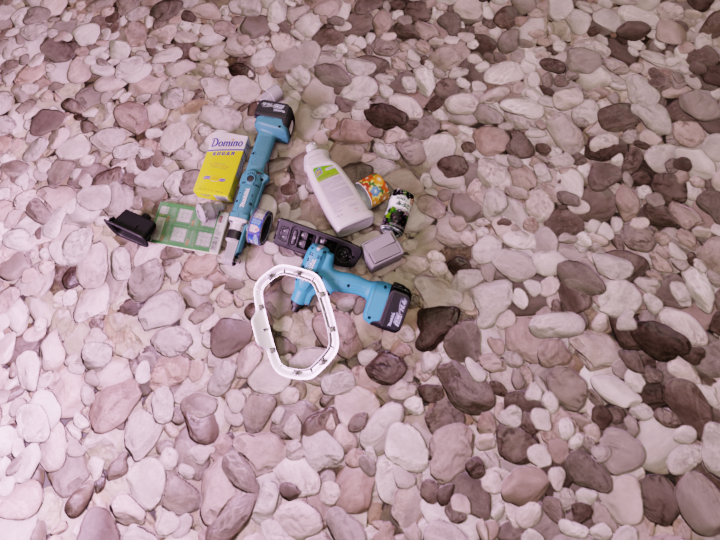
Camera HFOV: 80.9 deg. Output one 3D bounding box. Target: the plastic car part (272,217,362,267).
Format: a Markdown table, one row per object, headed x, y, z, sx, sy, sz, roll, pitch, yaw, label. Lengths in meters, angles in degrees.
| x | y | z | sx | sy | sz | roll | pitch | yaw | label |
| --- | --- | --- | --- | --- | --- | --- | --- | --- | --- |
| -0.095 | -0.062 | 0.970 | 0.207 | 0.066 | 0.066 | 20 | 103 | 10 | plastic car part |

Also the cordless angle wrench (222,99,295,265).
| x | y | z | sx | sy | sz | roll | pitch | yaw | label |
| --- | --- | --- | --- | --- | --- | --- | --- | --- | --- |
| -0.260 | -0.214 | 1.029 | 0.099 | 0.073 | 0.427 | 12 | 74 | 5 | cordless angle wrench |

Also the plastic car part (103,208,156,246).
| x | y | z | sx | sy | sz | roll | pitch | yaw | label |
| --- | --- | --- | --- | --- | --- | --- | --- | --- | --- |
| -0.531 | -0.107 | 1.003 | 0.119 | 0.064 | 0.071 | 19 | 64 | 12 | plastic car part |

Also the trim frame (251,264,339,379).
| x | y | z | sx | sy | sz | roll | pitch | yaw | label |
| --- | --- | --- | --- | --- | --- | --- | --- | --- | --- |
| -0.144 | 0.108 | 0.896 | 0.188 | 0.027 | 0.250 | -18 | 84 | 19 | trim frame |

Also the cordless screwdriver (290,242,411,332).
| x | y | z | sx | sy | sz | roll | pitch | yaw | label |
| --- | --- | --- | --- | --- | --- | --- | --- | --- | --- |
| -0.026 | 0.060 | 0.914 | 0.253 | 0.073 | 0.158 | 25 | 100 | 9 | cordless screwdriver |
